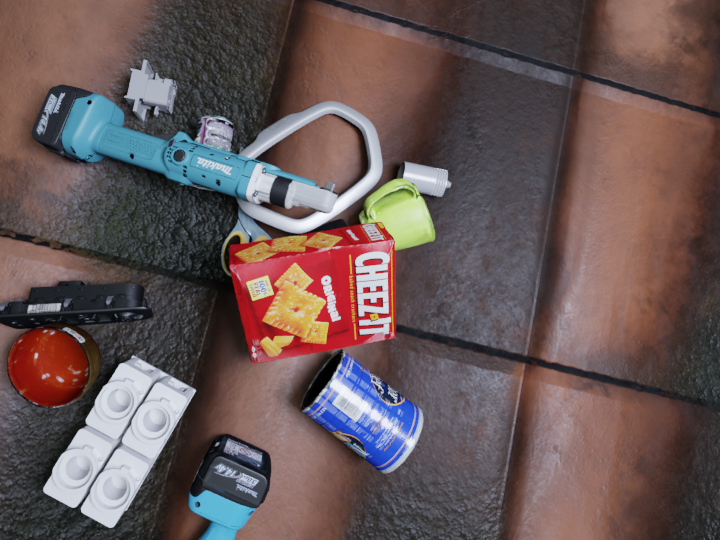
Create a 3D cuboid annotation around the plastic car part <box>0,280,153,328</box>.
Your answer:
[{"bbox_3d":[-0.394,0.049,0.599,0.201,0.065,0.069,1,60,-5],"label":"plastic car part"}]

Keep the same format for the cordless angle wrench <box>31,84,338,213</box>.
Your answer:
[{"bbox_3d":[-0.235,-0.149,0.575,0.431,0.073,0.098,18,85,10],"label":"cordless angle wrench"}]

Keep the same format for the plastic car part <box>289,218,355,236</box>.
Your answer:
[{"bbox_3d":[-0.062,-0.040,0.631,0.116,0.074,0.063,-23,126,-2],"label":"plastic car part"}]

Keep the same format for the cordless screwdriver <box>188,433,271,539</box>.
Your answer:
[{"bbox_3d":[-0.226,0.356,0.574,0.158,0.075,0.249,21,87,-4],"label":"cordless screwdriver"}]

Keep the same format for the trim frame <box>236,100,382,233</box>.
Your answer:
[{"bbox_3d":[-0.080,-0.164,0.650,0.247,0.027,0.187,-38,81,-11],"label":"trim frame"}]
